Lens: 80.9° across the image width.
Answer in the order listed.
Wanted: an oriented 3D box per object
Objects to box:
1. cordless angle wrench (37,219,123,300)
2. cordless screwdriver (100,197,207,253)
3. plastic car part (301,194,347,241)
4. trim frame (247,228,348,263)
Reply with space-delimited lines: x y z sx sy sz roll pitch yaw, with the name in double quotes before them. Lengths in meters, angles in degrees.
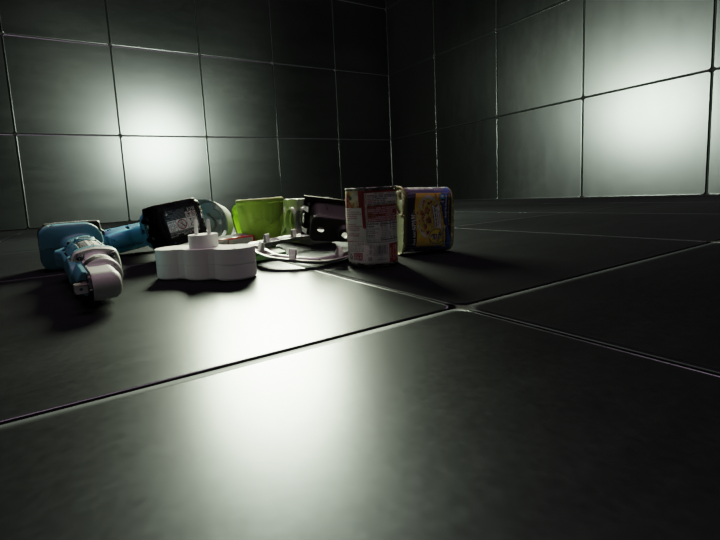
"cordless angle wrench" -0.370 -0.017 0.567 0.094 0.073 0.445 -10 15 -36
"cordless screwdriver" -0.378 -0.080 0.804 0.260 0.073 0.154 -6 13 40
"plastic car part" -0.033 -0.068 0.639 0.117 0.064 0.072 6 27 0
"trim frame" -0.066 -0.043 0.676 0.193 0.027 0.239 11 14 29
